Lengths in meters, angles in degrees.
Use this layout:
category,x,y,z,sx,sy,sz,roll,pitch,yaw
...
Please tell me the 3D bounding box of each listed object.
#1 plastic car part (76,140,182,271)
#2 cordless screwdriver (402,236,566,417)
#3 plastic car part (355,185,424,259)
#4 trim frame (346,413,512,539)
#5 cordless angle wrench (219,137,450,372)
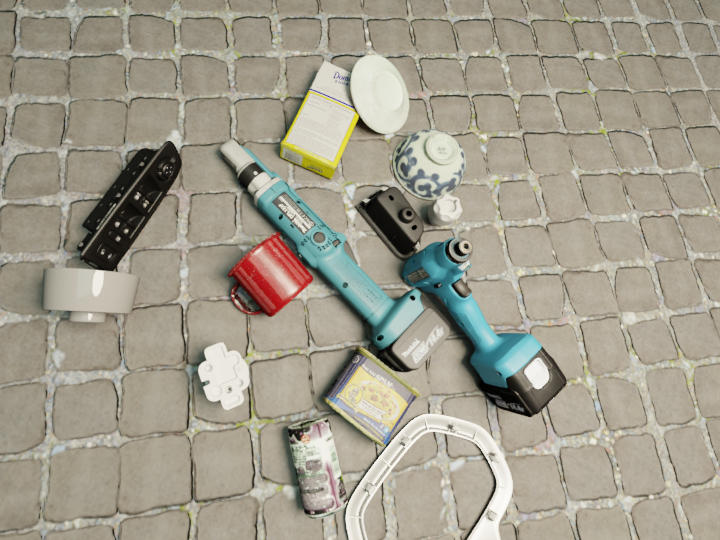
category,x,y,z,sx,sy,sz,roll,pitch,yaw
plastic car part,-0.326,-0.098,0.596,0.070,0.063,0.203,22,72,23
cordless screwdriver,0.164,0.067,0.558,0.073,0.159,0.252,-35,84,-18
plastic car part,0.057,-0.079,0.634,0.065,0.070,0.119,-34,79,-16
trim frame,0.094,0.308,0.546,0.186,0.027,0.246,43,71,5
cordless angle wrench,-0.059,-0.039,0.608,0.097,0.074,0.430,-42,81,-17
